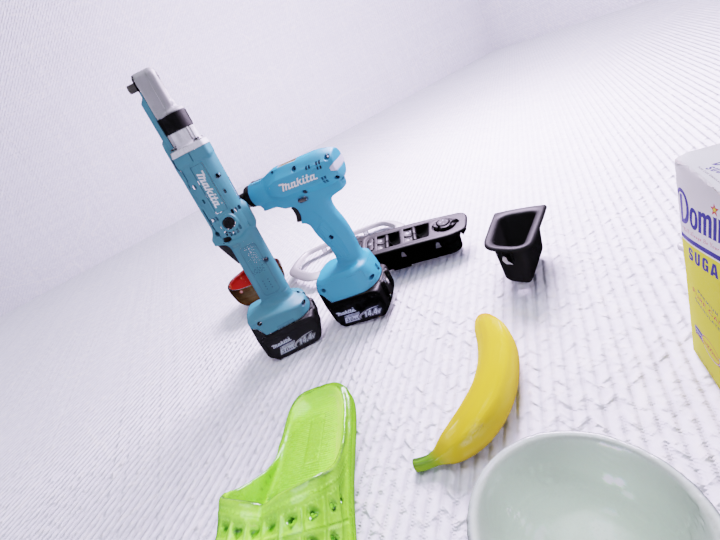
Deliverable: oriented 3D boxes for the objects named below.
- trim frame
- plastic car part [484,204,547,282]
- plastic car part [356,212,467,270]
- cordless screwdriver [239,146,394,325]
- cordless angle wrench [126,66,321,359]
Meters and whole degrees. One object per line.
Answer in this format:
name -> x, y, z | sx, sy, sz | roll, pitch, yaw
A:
trim frame -> -0.027, -0.040, 0.836 | 0.250, 0.026, 0.189 | -24, 24, 6
plastic car part -> 0.198, -0.026, 0.529 | 0.069, 0.068, 0.116 | -10, 28, 35
plastic car part -> 0.076, -0.037, 0.680 | 0.207, 0.065, 0.067 | -19, 23, 18
cordless screwdriver -> -0.059, -0.039, 0.603 | 0.164, 0.241, 0.074 | -16, 22, 25
cordless angle wrench -> -0.180, -0.069, 0.580 | 0.098, 0.410, 0.077 | -26, 20, -1
